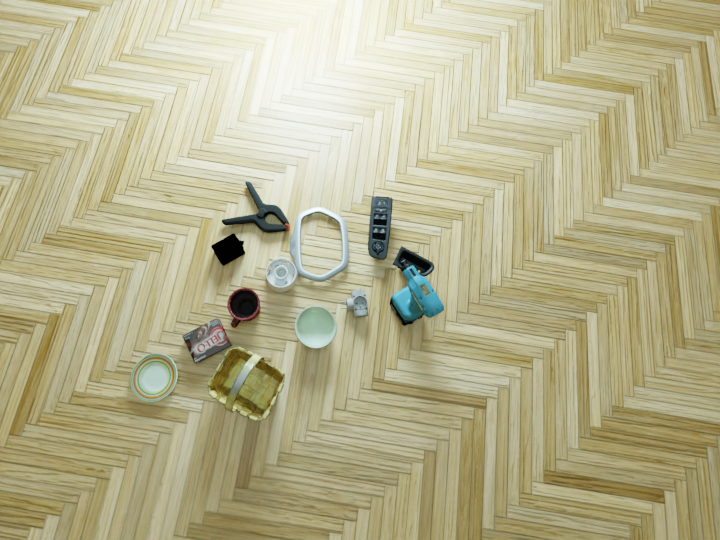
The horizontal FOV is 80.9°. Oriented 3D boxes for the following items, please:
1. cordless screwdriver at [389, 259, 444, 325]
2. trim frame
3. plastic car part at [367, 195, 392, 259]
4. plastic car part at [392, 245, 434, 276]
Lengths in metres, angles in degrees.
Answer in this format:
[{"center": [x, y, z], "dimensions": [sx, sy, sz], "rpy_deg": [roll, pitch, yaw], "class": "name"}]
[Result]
[{"center": [0.139, 0.066, 1.177], "dimensions": [0.073, 0.246, 0.162], "rpy_deg": [-28, 80, -13], "class": "cordless screwdriver"}, {"center": [-0.130, -0.085, 1.326], "dimensions": [0.183, 0.027, 0.253], "rpy_deg": [-3, 73, -3], "class": "trim frame"}, {"center": [0.057, -0.129, 1.326], "dimensions": [0.066, 0.066, 0.206], "rpy_deg": [6, 73, -3], "class": "plastic car part"}, {"center": [0.158, -0.014, 1.293], "dimensions": [0.118, 0.070, 0.066], "rpy_deg": [27, 74, 4], "class": "plastic car part"}]
